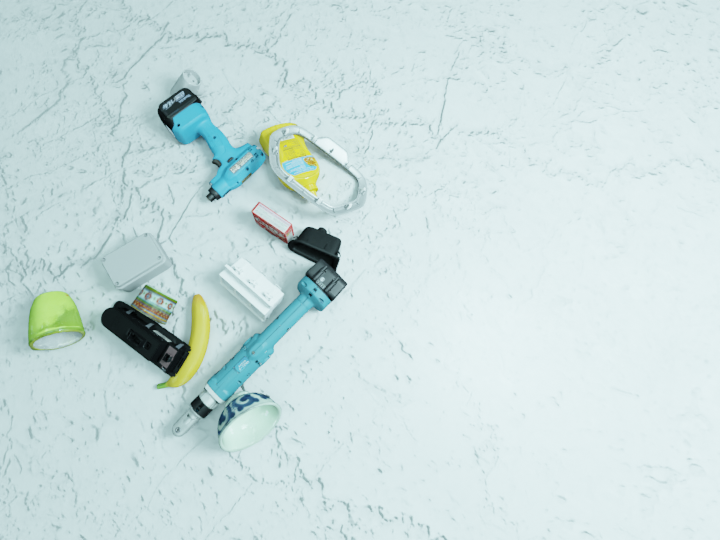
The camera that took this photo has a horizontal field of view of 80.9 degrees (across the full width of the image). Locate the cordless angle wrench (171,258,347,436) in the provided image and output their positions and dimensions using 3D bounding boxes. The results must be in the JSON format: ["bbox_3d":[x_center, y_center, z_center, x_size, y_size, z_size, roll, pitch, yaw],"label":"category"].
[{"bbox_3d":[-0.198,0.153,0.813,0.075,0.097,0.421,44,81,4],"label":"cordless angle wrench"}]

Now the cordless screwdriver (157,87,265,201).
[{"bbox_3d":[-0.352,-0.278,0.946,0.252,0.074,0.158,42,77,6],"label":"cordless screwdriver"}]

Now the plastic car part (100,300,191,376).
[{"bbox_3d":[-0.429,0.127,0.817,0.211,0.064,0.066,28,91,21],"label":"plastic car part"}]

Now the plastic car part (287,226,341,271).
[{"bbox_3d":[-0.087,-0.057,0.894,0.119,0.065,0.071,27,60,9],"label":"plastic car part"}]

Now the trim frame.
[{"bbox_3d":[-0.087,-0.219,0.907,0.246,0.028,0.185,35,50,-6],"label":"trim frame"}]
